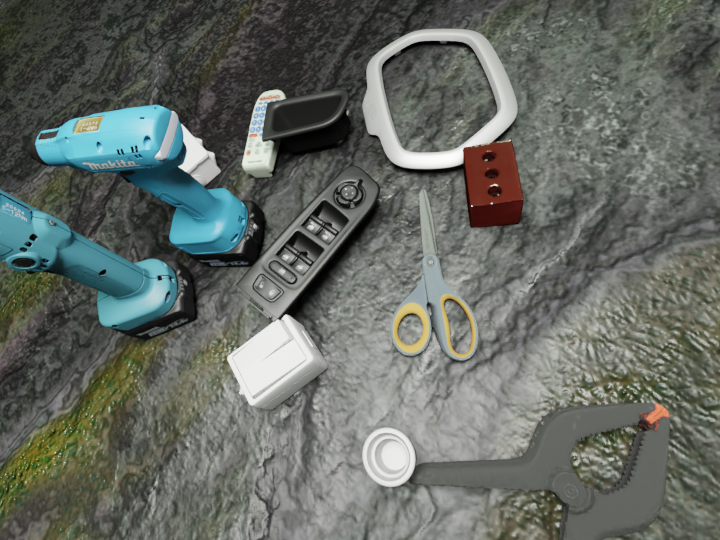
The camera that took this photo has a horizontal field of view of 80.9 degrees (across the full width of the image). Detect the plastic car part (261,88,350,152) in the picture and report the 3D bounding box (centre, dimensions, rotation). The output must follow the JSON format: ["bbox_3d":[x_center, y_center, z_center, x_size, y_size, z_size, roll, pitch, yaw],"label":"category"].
[{"bbox_3d":[-0.064,-0.191,0.566,0.119,0.068,0.067,-3,67,16],"label":"plastic car part"}]

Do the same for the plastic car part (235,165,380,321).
[{"bbox_3d":[-0.048,-0.031,0.492,0.069,0.064,0.202,33,80,26],"label":"plastic car part"}]

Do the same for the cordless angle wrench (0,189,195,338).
[{"bbox_3d":[-0.300,-0.028,0.378,0.099,0.404,0.077,-22,65,5],"label":"cordless angle wrench"}]

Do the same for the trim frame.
[{"bbox_3d":[0.093,-0.233,0.557,0.187,0.026,0.256,-15,63,11],"label":"trim frame"}]

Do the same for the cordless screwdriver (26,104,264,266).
[{"bbox_3d":[-0.218,-0.081,0.470,0.164,0.238,0.076,1,68,16],"label":"cordless screwdriver"}]
